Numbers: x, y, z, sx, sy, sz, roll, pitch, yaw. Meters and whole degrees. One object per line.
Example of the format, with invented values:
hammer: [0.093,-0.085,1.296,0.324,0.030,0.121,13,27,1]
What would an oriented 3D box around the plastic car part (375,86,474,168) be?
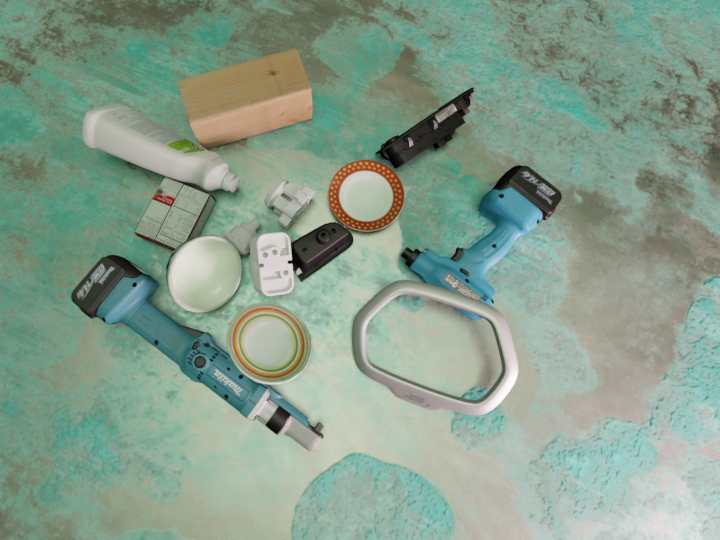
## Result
plastic car part: [0.115,-0.241,0.742,0.201,0.068,0.065,-32,107,-9]

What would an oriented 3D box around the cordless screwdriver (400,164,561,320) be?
cordless screwdriver: [0.193,-0.062,0.688,0.162,0.073,0.248,36,82,7]

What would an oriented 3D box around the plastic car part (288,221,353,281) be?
plastic car part: [-0.067,-0.044,0.681,0.116,0.070,0.067,-34,83,-6]

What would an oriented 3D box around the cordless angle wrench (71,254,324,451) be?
cordless angle wrench: [-0.236,0.134,0.637,0.428,0.073,0.098,35,78,5]

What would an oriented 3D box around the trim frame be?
trim frame: [0.107,0.117,0.640,0.254,0.027,0.184,17,90,11]
